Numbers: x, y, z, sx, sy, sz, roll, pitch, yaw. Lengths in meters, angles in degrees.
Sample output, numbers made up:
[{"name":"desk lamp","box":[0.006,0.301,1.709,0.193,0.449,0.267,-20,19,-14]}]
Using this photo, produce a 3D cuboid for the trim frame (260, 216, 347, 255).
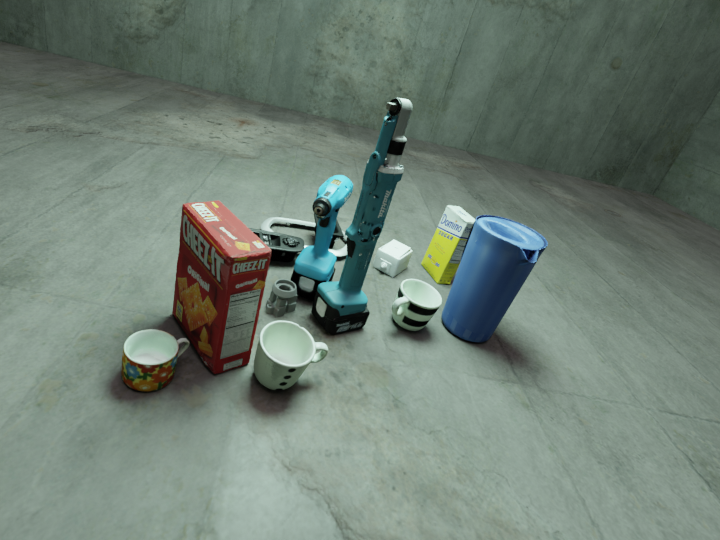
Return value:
[{"name":"trim frame","box":[-0.132,-0.088,1.079,0.243,0.027,0.192,6,30,-15]}]

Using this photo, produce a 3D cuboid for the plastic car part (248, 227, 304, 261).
[{"name":"plastic car part","box":[-0.221,-0.053,0.937,0.197,0.066,0.069,3,31,-20]}]

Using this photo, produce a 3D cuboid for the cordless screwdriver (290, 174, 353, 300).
[{"name":"cordless screwdriver","box":[-0.080,-0.052,0.814,0.075,0.245,0.159,19,28,4]}]

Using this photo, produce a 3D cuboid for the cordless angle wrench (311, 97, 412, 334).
[{"name":"cordless angle wrench","box":[0.010,-0.078,0.723,0.094,0.417,0.079,-5,35,-36]}]

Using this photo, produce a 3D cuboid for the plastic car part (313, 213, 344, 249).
[{"name":"plastic car part","box":[-0.090,-0.093,1.063,0.064,0.070,0.121,6,30,-18]}]
